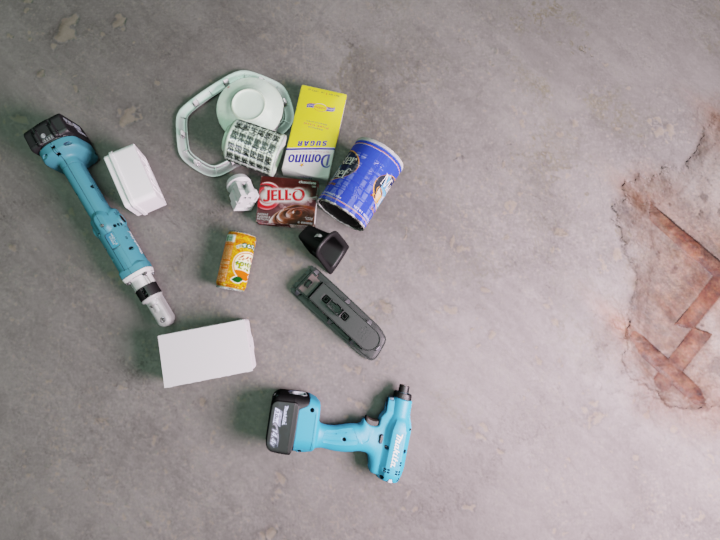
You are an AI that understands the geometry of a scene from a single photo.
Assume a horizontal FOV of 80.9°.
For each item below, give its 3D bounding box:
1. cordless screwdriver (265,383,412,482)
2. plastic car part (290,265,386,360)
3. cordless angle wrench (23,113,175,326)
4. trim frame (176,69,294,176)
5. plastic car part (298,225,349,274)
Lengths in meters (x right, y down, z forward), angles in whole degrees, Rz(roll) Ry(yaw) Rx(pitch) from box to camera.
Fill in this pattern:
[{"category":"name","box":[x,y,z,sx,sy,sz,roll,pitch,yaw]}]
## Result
[{"category":"cordless screwdriver","box":[-0.034,0.256,0.734,0.247,0.074,0.160,14,81,-4]},{"category":"plastic car part","box":[-0.033,0.078,0.768,0.204,0.067,0.066,43,75,2]},{"category":"cordless angle wrench","box":[-0.456,-0.082,0.768,0.074,0.098,0.425,-32,87,-4]},{"category":"trim frame","box":[-0.250,-0.293,0.835,0.247,0.027,0.186,-36,85,-8]},{"category":"plastic car part","box":[-0.075,-0.049,0.766,0.074,0.111,0.066,29,81,23]}]
